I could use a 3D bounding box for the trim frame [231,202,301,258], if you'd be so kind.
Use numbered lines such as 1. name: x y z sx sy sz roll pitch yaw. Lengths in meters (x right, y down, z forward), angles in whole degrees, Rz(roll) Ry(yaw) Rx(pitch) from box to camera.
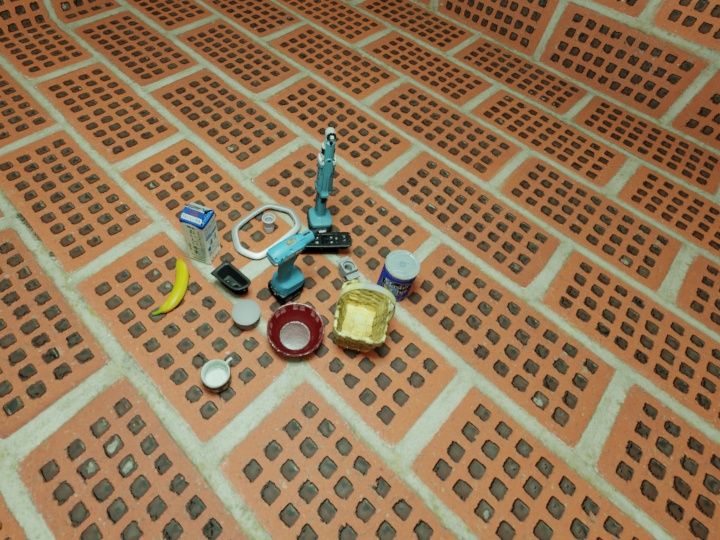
1. trim frame: -0.314 -0.134 1.411 0.191 0.027 0.245 37 60 19

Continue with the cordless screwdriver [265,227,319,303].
1. cordless screwdriver: -0.191 -0.016 1.208 0.156 0.244 0.077 -34 69 -27

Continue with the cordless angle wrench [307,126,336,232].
1. cordless angle wrench: -0.111 -0.259 1.281 0.073 0.414 0.101 -4 58 -13

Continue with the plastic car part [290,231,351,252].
1. plastic car part: -0.134 -0.088 1.372 0.201 0.065 0.068 1 56 -5

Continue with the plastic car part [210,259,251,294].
1. plastic car part: -0.380 0.036 1.261 0.120 0.069 0.065 36 58 17
